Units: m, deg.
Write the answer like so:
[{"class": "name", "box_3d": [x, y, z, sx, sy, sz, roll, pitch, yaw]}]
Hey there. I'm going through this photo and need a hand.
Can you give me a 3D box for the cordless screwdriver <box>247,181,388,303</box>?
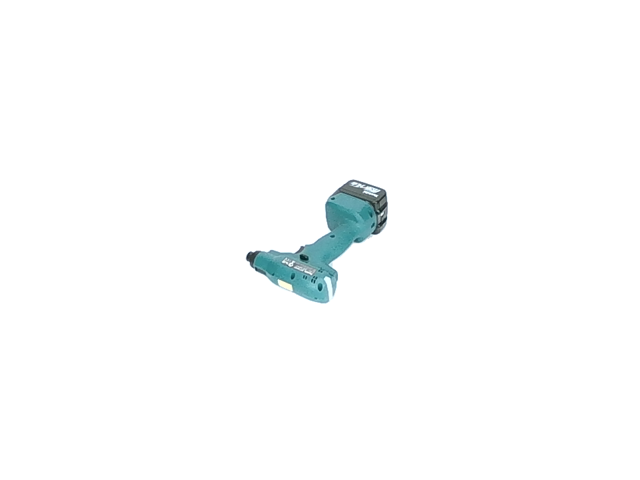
[{"class": "cordless screwdriver", "box_3d": [0.003, -0.008, 0.725, 0.160, 0.074, 0.247, 20, 49, 28]}]
